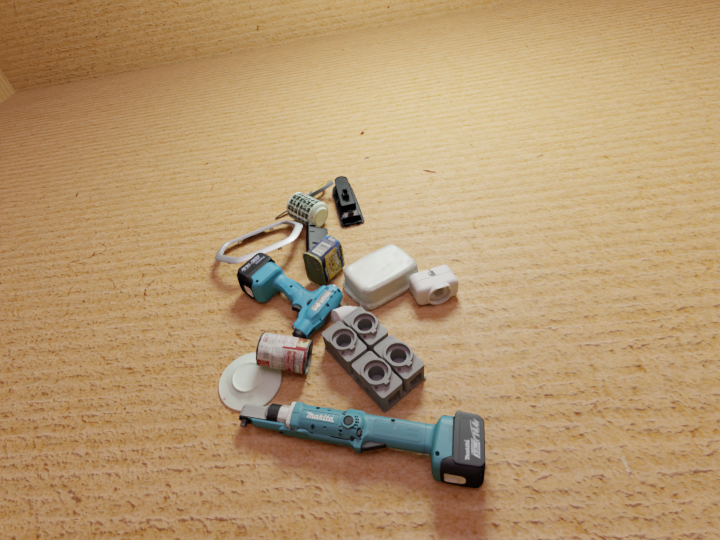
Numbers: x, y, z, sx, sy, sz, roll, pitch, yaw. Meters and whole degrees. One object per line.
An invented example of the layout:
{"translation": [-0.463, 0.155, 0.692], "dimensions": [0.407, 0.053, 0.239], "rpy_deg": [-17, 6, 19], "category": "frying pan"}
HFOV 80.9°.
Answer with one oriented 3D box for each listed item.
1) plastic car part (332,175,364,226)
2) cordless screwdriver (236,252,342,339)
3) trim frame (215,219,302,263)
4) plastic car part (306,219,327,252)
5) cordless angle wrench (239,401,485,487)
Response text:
{"translation": [-0.046, -0.211, 1.229], "dimensions": [0.067, 0.064, 0.211], "rpy_deg": [-18, 41, 2], "category": "plastic car part"}
{"translation": [-0.182, 0.062, 0.972], "dimensions": [0.261, 0.071, 0.158], "rpy_deg": [23, 54, 27], "category": "cordless screwdriver"}
{"translation": [-0.271, -0.078, 1.135], "dimensions": [0.246, 0.026, 0.193], "rpy_deg": [-26, 31, -11], "category": "trim frame"}
{"translation": [-0.108, -0.071, 1.103], "dimensions": [0.070, 0.064, 0.121], "rpy_deg": [-1, 46, -10], "category": "plastic car part"}
{"translation": [-0.015, 0.271, 0.722], "dimensions": [0.436, 0.071, 0.099], "rpy_deg": [2, 45, 18], "category": "cordless angle wrench"}
